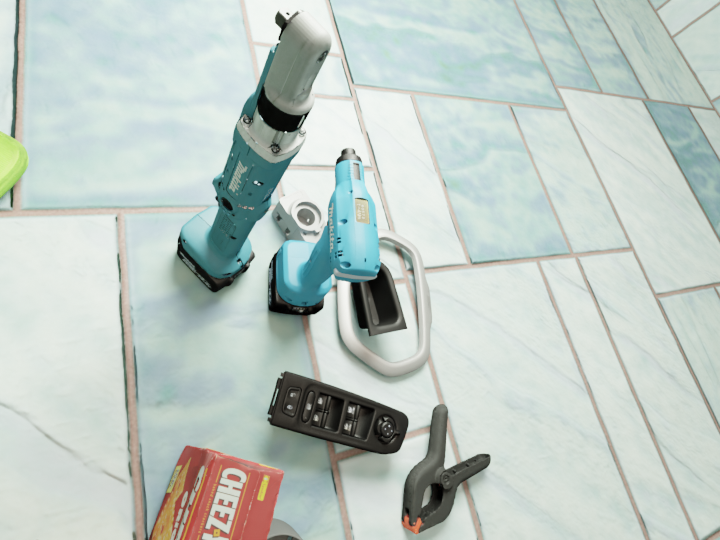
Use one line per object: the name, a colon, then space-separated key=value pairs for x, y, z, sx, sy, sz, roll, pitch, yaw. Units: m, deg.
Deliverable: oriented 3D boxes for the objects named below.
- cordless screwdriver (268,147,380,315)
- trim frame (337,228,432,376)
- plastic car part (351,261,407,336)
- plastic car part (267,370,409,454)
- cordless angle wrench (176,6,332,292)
cordless screwdriver: x=-0.054 y=-0.036 z=0.557 sx=0.071 sy=0.252 sz=0.163 roll=8 pitch=67 yaw=-25
trim frame: x=0.044 y=0.046 z=0.696 sx=0.178 sy=0.028 sz=0.254 roll=7 pitch=65 yaw=-21
plastic car part: x=0.016 y=0.044 z=0.658 sx=0.063 sy=0.072 sz=0.119 roll=-5 pitch=71 yaw=-28
plastic car part: x=-0.030 y=0.198 z=0.571 sx=0.198 sy=0.068 sz=0.067 roll=21 pitch=62 yaw=-15
cordless angle wrench: x=-0.123 y=-0.084 z=0.445 sx=0.098 sy=0.429 sz=0.073 roll=48 pitch=57 yaw=-4
